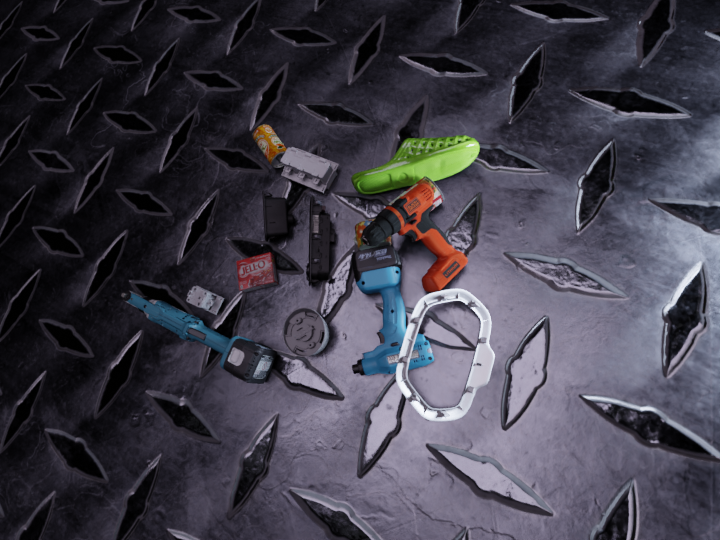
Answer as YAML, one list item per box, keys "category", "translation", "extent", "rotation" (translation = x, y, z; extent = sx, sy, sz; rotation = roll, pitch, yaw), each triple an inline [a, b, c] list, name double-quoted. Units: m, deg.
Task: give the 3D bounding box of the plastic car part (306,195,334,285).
- category: "plastic car part"
  translation: [-0.092, -0.060, 0.946]
  extent: [0.066, 0.066, 0.206]
  rotation: [7, 72, -11]

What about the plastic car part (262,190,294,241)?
- category: "plastic car part"
  translation: [-0.193, -0.125, 0.994]
  extent: [0.071, 0.065, 0.119]
  rotation: [-8, 75, -4]

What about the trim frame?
- category: "trim frame"
  translation: [0.163, 0.154, 0.786]
  extent: [0.180, 0.028, 0.250]
  rotation: [22, 76, -13]

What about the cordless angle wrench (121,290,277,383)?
- category: "cordless angle wrench"
  translation: [-0.387, 0.130, 0.956]
  extent: [0.441, 0.093, 0.074]
  rotation: [20, 80, 24]

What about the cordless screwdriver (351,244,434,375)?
- category: "cordless screwdriver"
  translation: [0.035, 0.082, 0.857]
  extent: [0.161, 0.072, 0.254]
  rotation: [-18, 73, 9]
